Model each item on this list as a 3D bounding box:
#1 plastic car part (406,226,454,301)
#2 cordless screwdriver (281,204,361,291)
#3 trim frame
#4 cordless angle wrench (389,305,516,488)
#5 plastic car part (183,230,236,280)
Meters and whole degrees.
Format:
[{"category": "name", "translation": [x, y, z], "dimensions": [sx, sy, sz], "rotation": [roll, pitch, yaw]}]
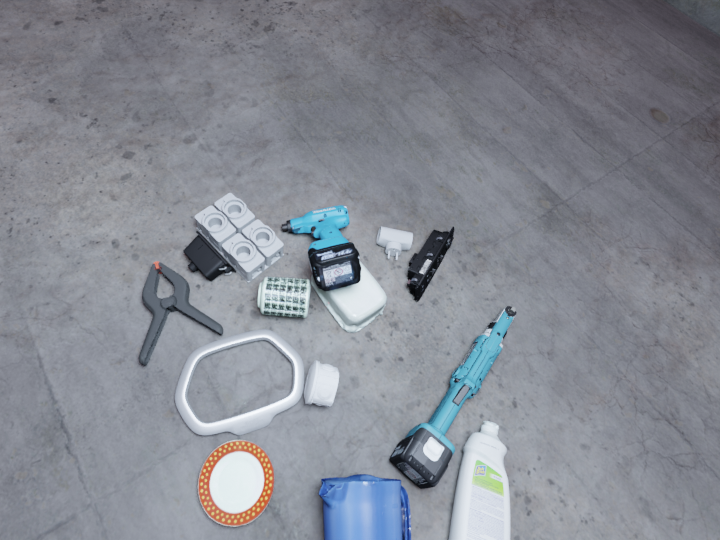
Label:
[{"category": "plastic car part", "translation": [0.158, -0.026, 0.982], "dimensions": [0.071, 0.063, 0.202], "rotation": [22, 59, 32]}, {"category": "cordless screwdriver", "translation": [-0.089, -0.058, 0.909], "dimensions": [0.159, 0.071, 0.258], "rotation": [-12, 35, -2]}, {"category": "trim frame", "translation": [-0.230, 0.214, 0.816], "dimensions": [0.243, 0.027, 0.191], "rotation": [-15, 63, -17]}, {"category": "cordless angle wrench", "translation": [0.210, 0.220, 0.838], "dimensions": [0.076, 0.097, 0.418], "rotation": [37, 59, 10]}, {"category": "plastic car part", "translation": [-0.338, -0.022, 0.919], "dimensions": [0.120, 0.064, 0.070], "rotation": [39, 77, 17]}]
